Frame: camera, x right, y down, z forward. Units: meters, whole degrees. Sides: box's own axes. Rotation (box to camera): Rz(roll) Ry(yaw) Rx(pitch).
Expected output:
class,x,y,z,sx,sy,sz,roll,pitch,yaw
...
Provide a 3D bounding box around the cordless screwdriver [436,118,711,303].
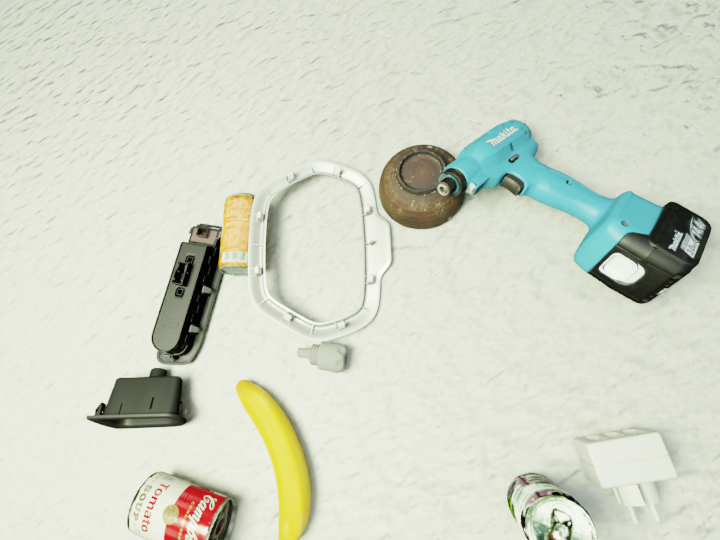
class,x,y,z,sx,sy,sz,roll,pitch,yaw
cordless screwdriver,0.215,-0.067,0.462,0.156,0.073,0.259,-36,64,-29

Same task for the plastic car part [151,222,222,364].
class,x,y,z,sx,sy,sz,roll,pitch,yaw
plastic car part,-0.233,0.029,0.576,0.067,0.066,0.204,10,78,4

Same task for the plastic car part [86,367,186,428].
class,x,y,z,sx,sy,sz,roll,pitch,yaw
plastic car part,-0.275,0.164,0.547,0.118,0.063,0.073,-8,59,7

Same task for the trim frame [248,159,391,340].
class,x,y,z,sx,sy,sz,roll,pitch,yaw
trim frame,-0.054,-0.035,0.551,0.183,0.027,0.253,0,70,-3
